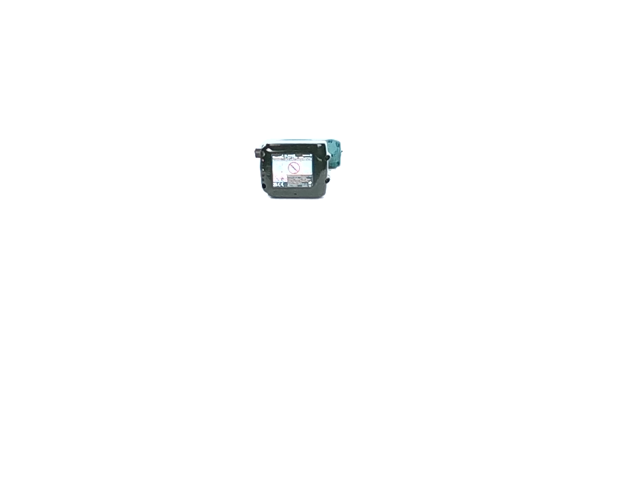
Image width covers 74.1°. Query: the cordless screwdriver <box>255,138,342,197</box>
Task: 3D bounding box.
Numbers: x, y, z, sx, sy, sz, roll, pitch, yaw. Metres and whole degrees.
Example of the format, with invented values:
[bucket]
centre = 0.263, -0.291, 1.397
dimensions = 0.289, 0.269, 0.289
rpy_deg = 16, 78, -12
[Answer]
[cordless screwdriver]
centre = -0.049, -0.130, 0.682
dimensions = 0.159, 0.074, 0.248
rpy_deg = 1, 18, 6
